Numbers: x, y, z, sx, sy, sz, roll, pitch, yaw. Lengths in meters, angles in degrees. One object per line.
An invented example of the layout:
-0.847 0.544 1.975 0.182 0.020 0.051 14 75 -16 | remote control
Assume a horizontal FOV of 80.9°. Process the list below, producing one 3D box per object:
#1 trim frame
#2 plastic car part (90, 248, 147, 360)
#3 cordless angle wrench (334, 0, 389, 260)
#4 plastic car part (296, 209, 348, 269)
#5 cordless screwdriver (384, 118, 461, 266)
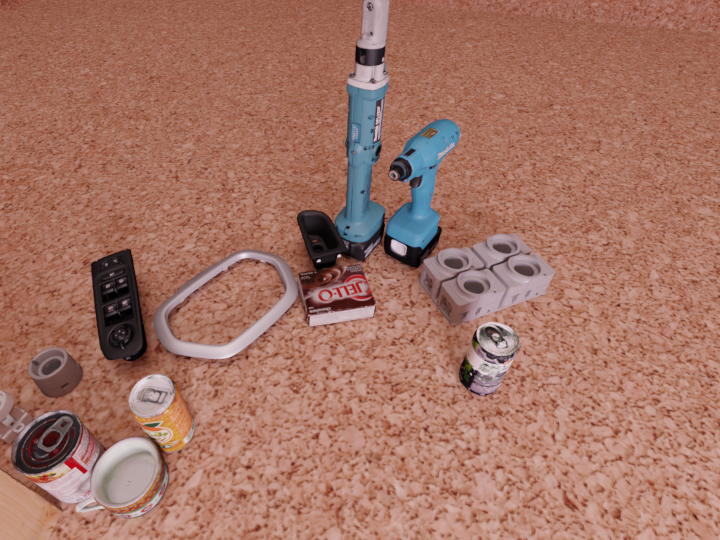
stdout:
-0.215 0.047 0.693 0.193 0.027 0.245 27 52 24 | trim frame
-0.370 0.060 0.654 0.065 0.065 0.214 -18 48 -19 | plastic car part
0.005 -0.194 0.658 0.077 0.410 0.097 27 49 20 | cordless angle wrench
-0.074 -0.048 0.755 0.065 0.069 0.122 -14 47 -15 | plastic car part
0.085 -0.108 0.692 0.078 0.241 0.157 30 51 23 | cordless screwdriver
